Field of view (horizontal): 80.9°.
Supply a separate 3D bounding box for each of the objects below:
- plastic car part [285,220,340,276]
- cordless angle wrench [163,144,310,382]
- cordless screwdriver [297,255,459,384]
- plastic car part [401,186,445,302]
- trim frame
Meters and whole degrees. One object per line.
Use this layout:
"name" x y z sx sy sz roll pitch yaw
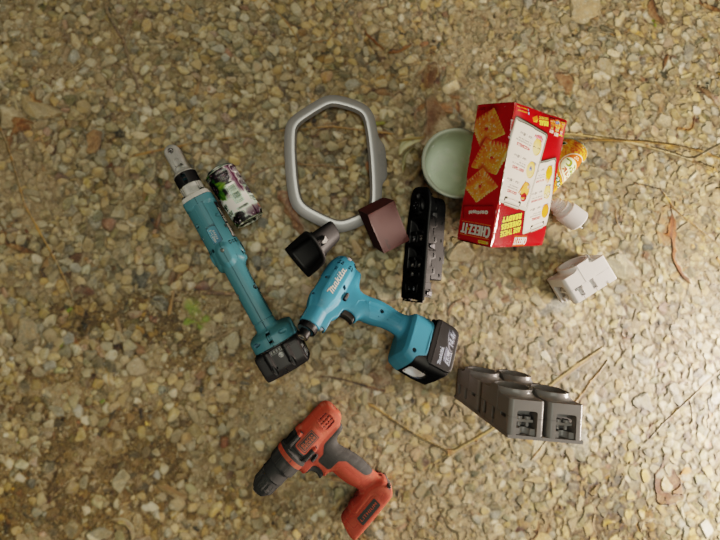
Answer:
"plastic car part" -0.069 -0.045 0.704 0.066 0.118 0.070 50 60 -4
"cordless angle wrench" -0.218 -0.027 0.698 0.074 0.097 0.427 -30 85 -4
"cordless screwdriver" 0.025 0.099 0.684 0.249 0.074 0.159 33 55 0
"plastic car part" 0.115 -0.047 0.734 0.065 0.068 0.204 2 86 -16
"trim frame" -0.043 -0.191 0.752 0.183 0.027 0.250 -5 84 -3
